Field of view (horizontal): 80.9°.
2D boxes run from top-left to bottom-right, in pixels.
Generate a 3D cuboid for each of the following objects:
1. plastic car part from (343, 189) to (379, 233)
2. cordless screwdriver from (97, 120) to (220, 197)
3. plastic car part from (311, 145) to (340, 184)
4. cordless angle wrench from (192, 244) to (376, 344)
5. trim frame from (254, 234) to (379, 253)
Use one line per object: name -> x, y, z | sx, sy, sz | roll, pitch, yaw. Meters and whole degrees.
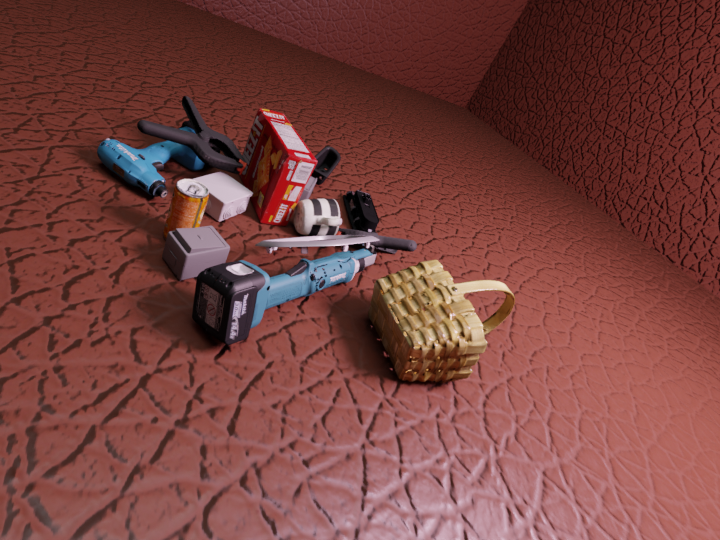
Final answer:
plastic car part -> 0.009, -0.145, 1.036 | 0.064, 0.067, 0.210 | 21, 34, -24
cordless screwdriver -> -0.382, -0.229, 0.869 | 0.163, 0.074, 0.245 | 34, 37, 9
plastic car part -> -0.100, -0.271, 1.127 | 0.067, 0.070, 0.116 | 30, 48, 3
cordless angle wrench -> -0.087, 0.011, 0.722 | 0.078, 0.097, 0.408 | 24, 23, 27
trim frame -> -0.075, -0.049, 0.766 | 0.193, 0.027, 0.239 | 4, 11, 31
